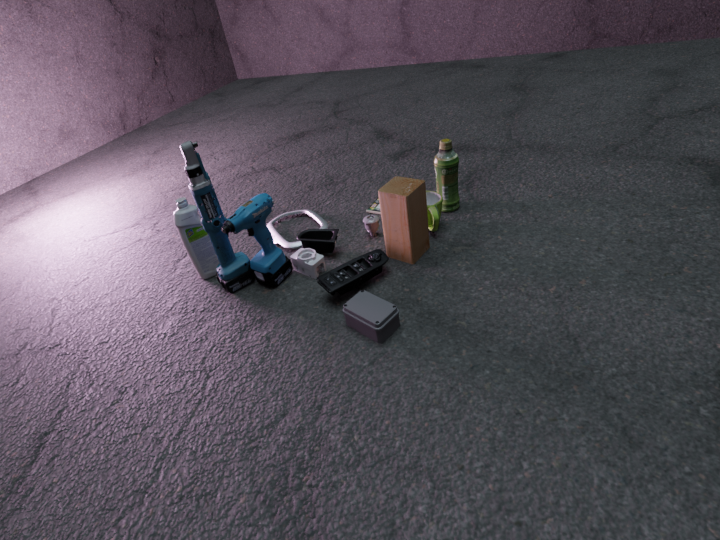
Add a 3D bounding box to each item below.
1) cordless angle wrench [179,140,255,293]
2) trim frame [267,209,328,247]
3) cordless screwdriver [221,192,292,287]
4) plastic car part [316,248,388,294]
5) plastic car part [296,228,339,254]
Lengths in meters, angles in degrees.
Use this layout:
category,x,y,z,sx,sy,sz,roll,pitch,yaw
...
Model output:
category,x,y,z,sx,sy,sz,roll,pitch,yaw
cordless angle wrench,-0.379,-0.130,1.094,0.096,0.407,0.079,-28,38,-24
trim frame,-0.211,-0.138,1.373,0.181,0.026,0.263,-26,38,-17
cordless screwdriver,-0.271,-0.063,1.112,0.078,0.239,0.157,15,43,33
plastic car part,-0.010,0.011,1.078,0.199,0.064,0.070,-31,39,-23
plastic car part,-0.120,-0.079,1.230,0.120,0.068,0.067,0,37,17
